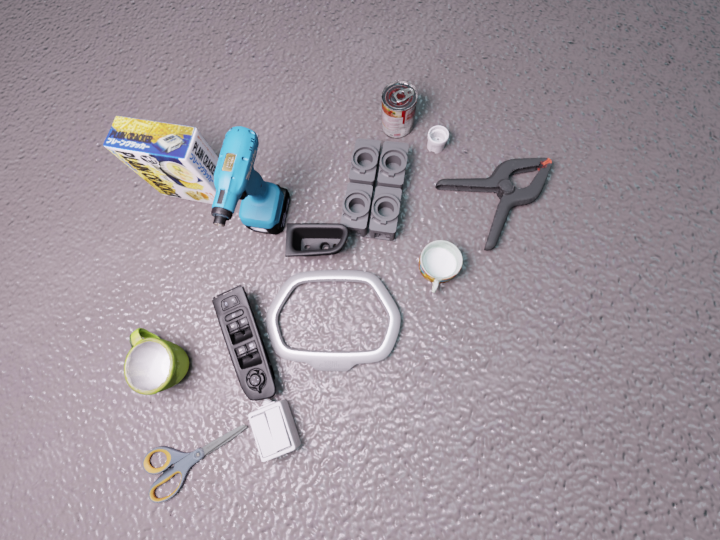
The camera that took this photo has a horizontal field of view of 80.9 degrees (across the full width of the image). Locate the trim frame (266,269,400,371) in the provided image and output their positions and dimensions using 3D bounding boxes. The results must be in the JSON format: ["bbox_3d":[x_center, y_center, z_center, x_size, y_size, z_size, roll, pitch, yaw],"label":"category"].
[{"bbox_3d":[-0.053,0.089,0.777,0.251,0.027,0.187,-2,73,7],"label":"trim frame"}]

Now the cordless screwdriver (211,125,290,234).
[{"bbox_3d":[-0.194,-0.121,0.746,0.075,0.243,0.161,9,76,5],"label":"cordless screwdriver"}]

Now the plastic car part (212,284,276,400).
[{"bbox_3d":[-0.204,0.134,0.764,0.066,0.065,0.209,-23,72,-1],"label":"plastic car part"}]

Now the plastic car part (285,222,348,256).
[{"bbox_3d":[-0.078,-0.051,0.800,0.118,0.069,0.067,0,75,6],"label":"plastic car part"}]
